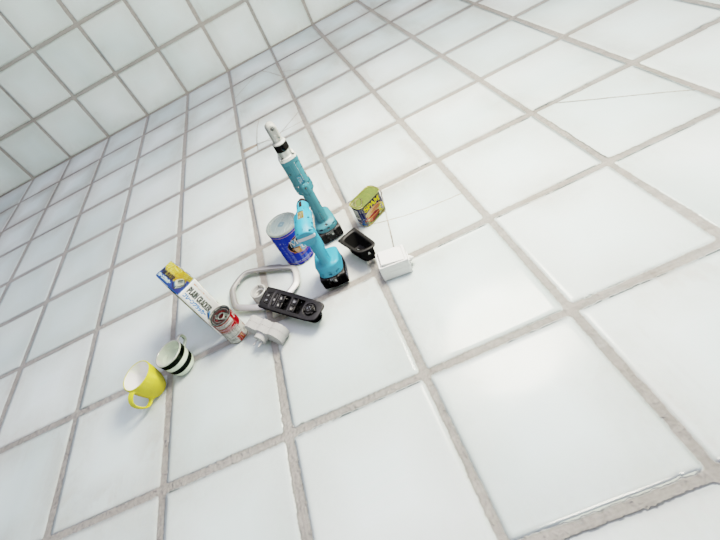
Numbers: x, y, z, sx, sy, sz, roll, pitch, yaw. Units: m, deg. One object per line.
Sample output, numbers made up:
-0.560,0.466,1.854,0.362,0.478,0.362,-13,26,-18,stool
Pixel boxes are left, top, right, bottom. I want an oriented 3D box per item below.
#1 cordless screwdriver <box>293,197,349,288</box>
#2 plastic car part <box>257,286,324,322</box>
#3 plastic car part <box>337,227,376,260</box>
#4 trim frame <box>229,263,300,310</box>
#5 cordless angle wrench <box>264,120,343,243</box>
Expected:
-0.113,-0.074,1.159,0.075,0.236,0.166,-21,44,8,cordless screwdriver
-0.185,0.104,1.163,0.213,0.063,0.066,9,55,34,plastic car part
0.001,-0.062,1.209,0.065,0.067,0.123,-41,44,-11,plastic car part
-0.297,0.048,1.302,0.257,0.026,0.188,-8,48,23,trim frame
-0.167,-0.249,1.227,0.074,0.401,0.103,-31,43,-3,cordless angle wrench
